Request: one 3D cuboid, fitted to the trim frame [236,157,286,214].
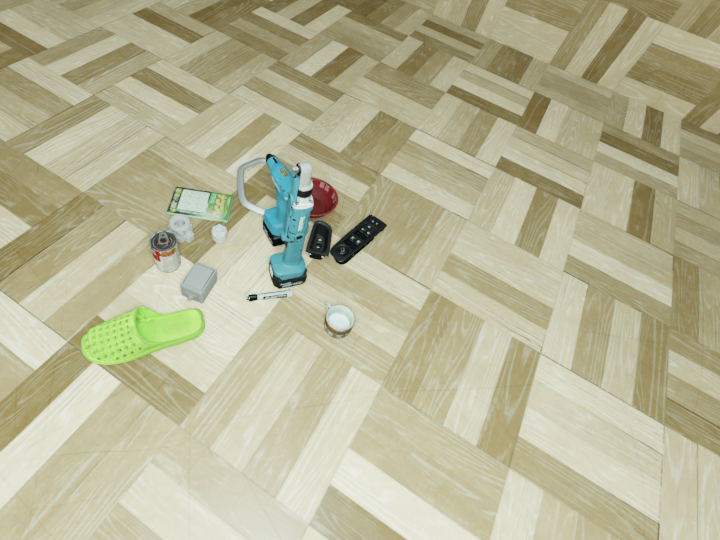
[{"bbox_3d":[-0.300,-0.270,1.348,0.180,0.027,0.258,-5,56,-14],"label":"trim frame"}]

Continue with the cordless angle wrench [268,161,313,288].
[{"bbox_3d":[-0.156,-0.098,1.007,0.095,0.417,0.077,-10,60,-22],"label":"cordless angle wrench"}]

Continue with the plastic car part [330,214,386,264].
[{"bbox_3d":[-0.013,-0.084,1.242,0.068,0.066,0.200,40,57,15],"label":"plastic car part"}]

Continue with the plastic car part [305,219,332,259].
[{"bbox_3d":[-0.119,-0.078,1.215,0.066,0.070,0.119,12,53,-5],"label":"plastic car part"}]

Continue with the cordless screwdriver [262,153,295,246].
[{"bbox_3d":[-0.227,-0.191,1.168,0.072,0.245,0.166,-19,63,-26],"label":"cordless screwdriver"}]
